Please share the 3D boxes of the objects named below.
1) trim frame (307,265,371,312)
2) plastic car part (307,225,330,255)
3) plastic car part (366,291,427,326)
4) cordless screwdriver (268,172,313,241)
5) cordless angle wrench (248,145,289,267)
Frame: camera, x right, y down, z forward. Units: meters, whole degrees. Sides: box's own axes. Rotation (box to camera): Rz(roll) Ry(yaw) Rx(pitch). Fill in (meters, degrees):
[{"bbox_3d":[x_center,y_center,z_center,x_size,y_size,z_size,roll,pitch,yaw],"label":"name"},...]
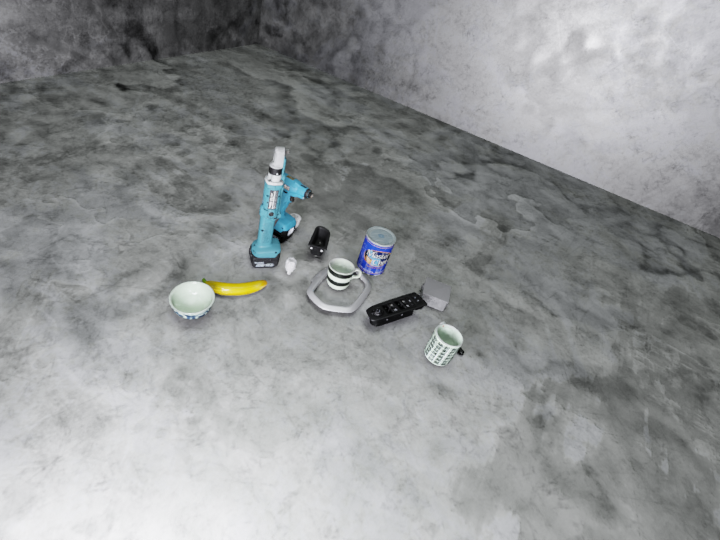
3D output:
[{"bbox_3d":[-0.068,0.053,1.367,0.189,0.027,0.246,25,41,13],"label":"trim frame"},{"bbox_3d":[-0.145,-0.095,1.484,0.066,0.070,0.118,15,40,-2],"label":"plastic car part"},{"bbox_3d":[0.102,0.124,1.303,0.196,0.066,0.070,-12,47,-28],"label":"plastic car part"},{"bbox_3d":[-0.247,-0.208,1.450,0.165,0.244,0.073,32,41,17],"label":"cordless screwdriver"},{"bbox_3d":[-0.273,-0.185,1.282,0.095,0.416,0.078,0,43,-21],"label":"cordless angle wrench"}]
